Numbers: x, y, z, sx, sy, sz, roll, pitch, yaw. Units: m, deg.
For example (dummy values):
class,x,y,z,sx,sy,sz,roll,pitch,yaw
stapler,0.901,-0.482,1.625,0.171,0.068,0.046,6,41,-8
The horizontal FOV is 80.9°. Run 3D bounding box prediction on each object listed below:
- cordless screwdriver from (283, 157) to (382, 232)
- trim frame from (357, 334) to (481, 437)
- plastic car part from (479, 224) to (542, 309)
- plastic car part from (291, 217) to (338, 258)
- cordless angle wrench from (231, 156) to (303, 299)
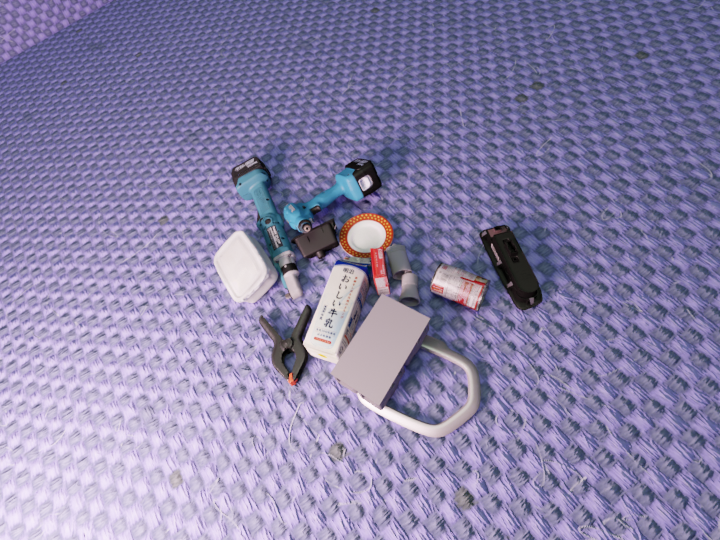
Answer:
class,x,y,z,sx,sy,sz,roll,pitch,yaw
cordless screwdriver,-0.066,-0.176,1.028,0.248,0.071,0.166,-32,29,-5
trim frame,0.103,0.205,0.815,0.259,0.026,0.185,17,66,24
plastic car part,0.319,-0.018,0.879,0.066,0.065,0.210,-11,60,-3
plastic car part,-0.099,-0.065,1.015,0.116,0.064,0.073,-28,72,-1
cordless angle wrench,-0.225,-0.111,1.065,0.098,0.071,0.442,-28,60,3
